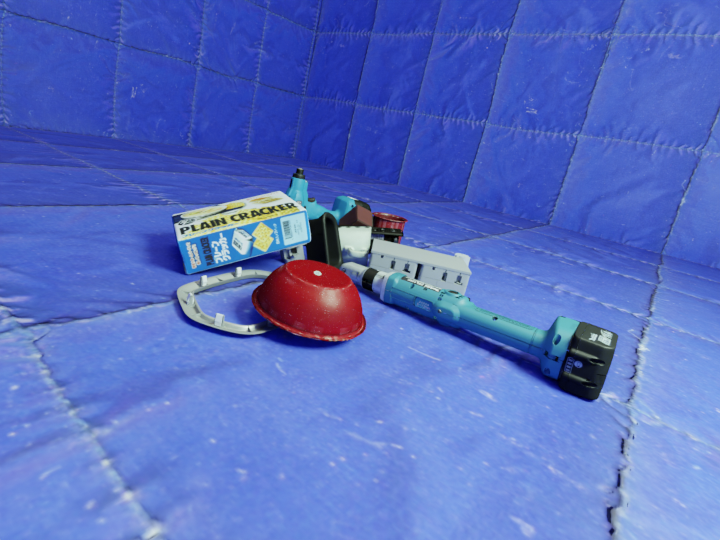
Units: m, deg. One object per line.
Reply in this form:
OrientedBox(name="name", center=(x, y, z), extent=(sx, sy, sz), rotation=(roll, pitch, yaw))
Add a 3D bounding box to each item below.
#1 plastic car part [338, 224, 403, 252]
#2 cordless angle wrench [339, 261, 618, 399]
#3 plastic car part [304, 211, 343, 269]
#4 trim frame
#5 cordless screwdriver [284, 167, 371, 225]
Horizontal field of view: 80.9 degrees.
OrientedBox(name="plastic car part", center=(-0.005, -0.079, 1.001), extent=(0.205, 0.066, 0.067), rotation=(8, 23, 5))
OrientedBox(name="cordless angle wrench", center=(0.140, 0.059, 0.658), extent=(0.446, 0.073, 0.094), rotation=(20, 18, 33))
OrientedBox(name="plastic car part", center=(-0.080, -0.053, 0.823), extent=(0.073, 0.116, 0.064), rotation=(-7, 6, 26))
OrientedBox(name="trim frame", center=(-0.147, 0.036, 0.617), extent=(0.193, 0.027, 0.239), rotation=(21, 17, 26))
OrientedBox(name="cordless screwdriver", center=(-0.088, -0.172, 1.101), extent=(0.237, 0.157, 0.079), rotation=(2, 18, -36))
